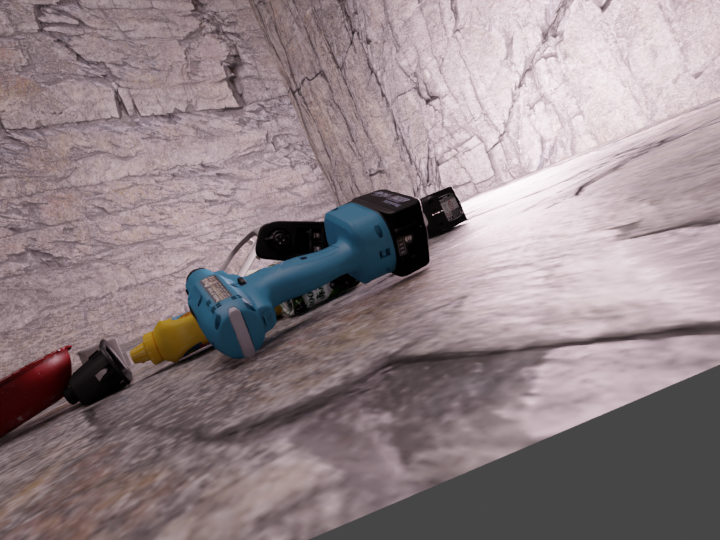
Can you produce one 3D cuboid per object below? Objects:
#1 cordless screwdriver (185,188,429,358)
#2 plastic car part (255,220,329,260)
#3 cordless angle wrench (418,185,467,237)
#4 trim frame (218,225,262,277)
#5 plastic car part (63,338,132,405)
[{"bbox_3d":[-0.061,-0.011,0.449,0.243,0.072,0.168,-27,29,-23],"label":"cordless screwdriver"},{"bbox_3d":[-0.065,-0.042,0.665,0.198,0.067,0.068,1,-4,-16],"label":"plastic car part"},{"bbox_3d":[0.026,-0.063,0.929,0.095,0.074,0.436,-25,3,-43],"label":"cordless angle wrench"},{"bbox_3d":[-0.225,0.021,0.708,0.190,0.026,0.251,-21,40,47],"label":"trim frame"},{"bbox_3d":[-0.335,0.136,0.534,0.070,0.065,0.120,-40,13,-22],"label":"plastic car part"}]
